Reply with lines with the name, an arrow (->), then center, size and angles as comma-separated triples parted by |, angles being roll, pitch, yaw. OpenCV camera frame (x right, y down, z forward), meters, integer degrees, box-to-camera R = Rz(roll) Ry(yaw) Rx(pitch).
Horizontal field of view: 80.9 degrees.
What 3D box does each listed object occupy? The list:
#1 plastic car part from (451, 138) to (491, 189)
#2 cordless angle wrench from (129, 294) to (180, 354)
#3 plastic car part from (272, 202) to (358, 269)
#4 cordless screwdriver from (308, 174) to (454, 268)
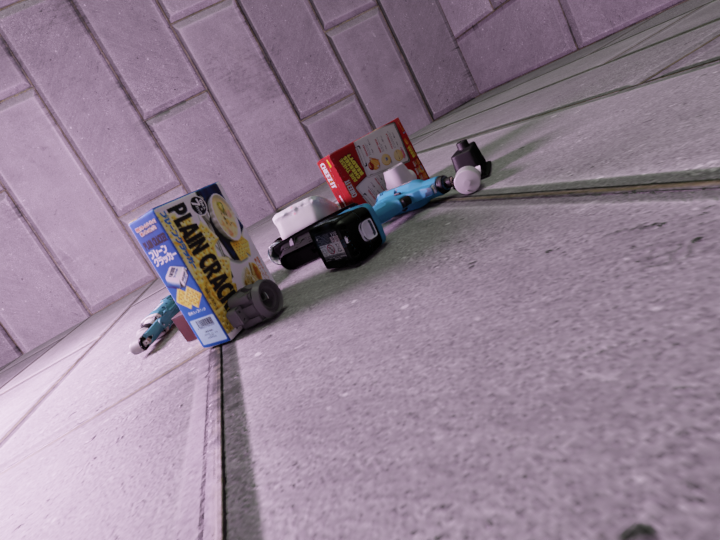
plastic car part -> 0.199, -0.206, 0.783 | 0.068, 0.069, 0.116 | -20, 20, 30
cordless angle wrench -> -0.443, 0.085, 0.993 | 0.098, 0.072, 0.432 | -28, 18, 3
plastic car part -> -0.080, -0.052, 0.820 | 0.208, 0.063, 0.069 | -21, 41, 22
cordless screwdriver -> 0.042, -0.094, 0.706 | 0.165, 0.073, 0.243 | -13, 18, 46
